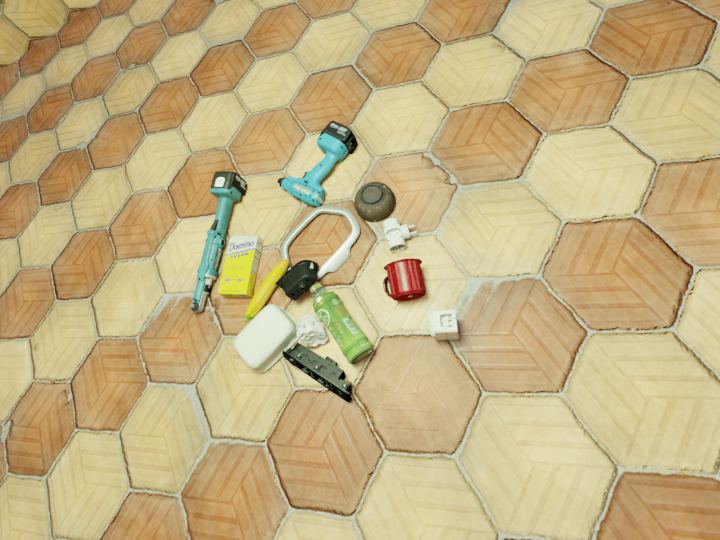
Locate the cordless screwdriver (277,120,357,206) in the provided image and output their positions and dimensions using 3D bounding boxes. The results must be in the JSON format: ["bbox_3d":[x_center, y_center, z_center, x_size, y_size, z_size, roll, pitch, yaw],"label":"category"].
[{"bbox_3d":[-0.128,-0.319,1.243,0.167,0.071,0.249,28,83,26],"label":"cordless screwdriver"}]

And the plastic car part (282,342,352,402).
[{"bbox_3d":[-0.100,0.231,1.008,0.212,0.063,0.067,22,67,25],"label":"plastic car part"}]

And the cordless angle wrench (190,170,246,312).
[{"bbox_3d":[-0.429,-0.086,1.245,0.077,0.094,0.428,4,74,18],"label":"cordless angle wrench"}]

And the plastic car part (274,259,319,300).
[{"bbox_3d":[-0.155,0.031,1.078,0.117,0.063,0.074,-41,33,20],"label":"plastic car part"}]

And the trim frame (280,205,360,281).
[{"bbox_3d":[-0.113,-0.074,1.160,0.248,0.026,0.193,-47,61,-6],"label":"trim frame"}]
